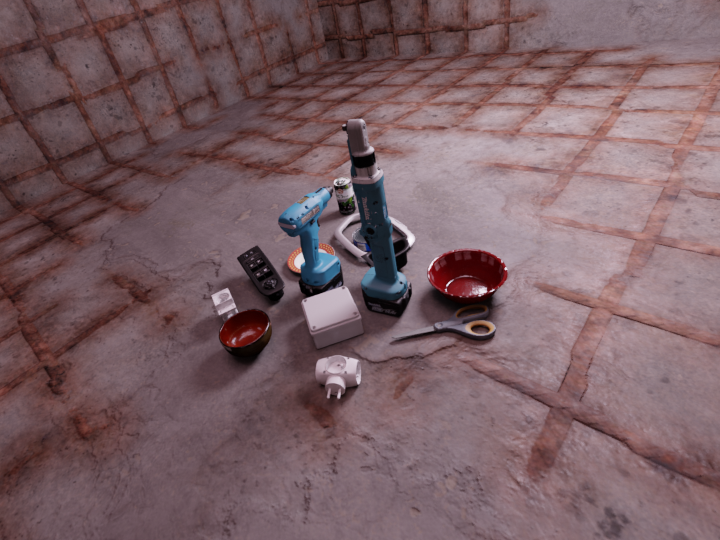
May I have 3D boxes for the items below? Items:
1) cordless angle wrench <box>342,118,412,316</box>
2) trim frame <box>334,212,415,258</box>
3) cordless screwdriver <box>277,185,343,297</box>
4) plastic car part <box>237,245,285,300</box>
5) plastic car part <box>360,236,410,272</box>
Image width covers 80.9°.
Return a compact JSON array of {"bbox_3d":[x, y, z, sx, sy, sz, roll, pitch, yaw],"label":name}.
[{"bbox_3d":[0.029,-0.090,0.825,0.102,0.406,0.074,10,40,29],"label":"cordless angle wrench"},{"bbox_3d":[0.036,-0.099,1.155,0.181,0.026,0.263,-28,38,-17],"label":"trim frame"},{"bbox_3d":[-0.095,-0.062,0.975,0.078,0.239,0.157,15,44,34],"label":"cordless screwdriver"},{"bbox_3d":[-0.249,0.015,1.076,0.065,0.064,0.215,-27,38,-18],"label":"plastic car part"},{"bbox_3d":[0.071,-0.022,1.005,0.115,0.068,0.070,-25,37,-14],"label":"plastic car part"}]
